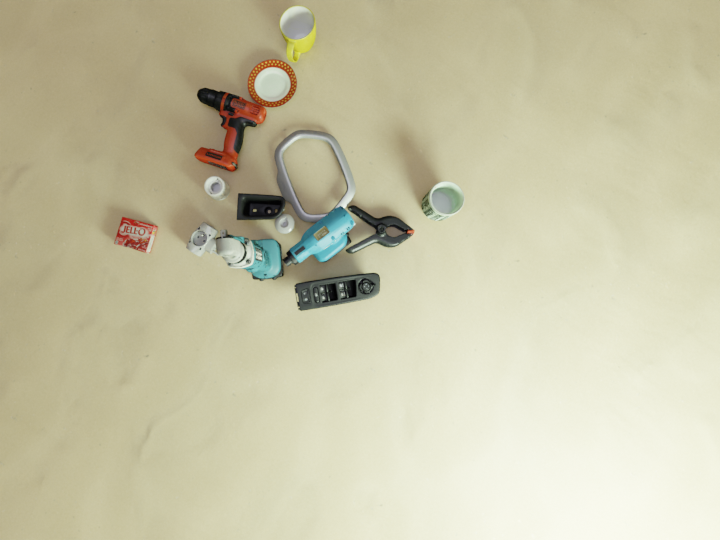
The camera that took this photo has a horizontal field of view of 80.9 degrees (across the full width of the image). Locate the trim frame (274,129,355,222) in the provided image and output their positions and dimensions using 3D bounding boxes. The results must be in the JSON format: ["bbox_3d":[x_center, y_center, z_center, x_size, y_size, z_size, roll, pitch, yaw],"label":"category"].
[{"bbox_3d":[-0.119,-0.239,1.060,0.184,0.027,0.251,-23,84,0],"label":"trim frame"}]

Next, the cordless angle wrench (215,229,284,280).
[{"bbox_3d":[-0.219,-0.029,0.849,0.074,0.421,0.098,-6,88,-3],"label":"cordless angle wrench"}]

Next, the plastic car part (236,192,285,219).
[{"bbox_3d":[-0.238,-0.150,1.036,0.117,0.070,0.066,2,87,1],"label":"plastic car part"}]

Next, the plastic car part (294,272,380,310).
[{"bbox_3d":[-0.052,0.048,1.011,0.203,0.066,0.067,-9,87,1],"label":"plastic car part"}]

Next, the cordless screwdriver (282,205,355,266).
[{"bbox_3d":[-0.091,-0.060,0.932,0.159,0.248,0.075,-38,90,-3],"label":"cordless screwdriver"}]
